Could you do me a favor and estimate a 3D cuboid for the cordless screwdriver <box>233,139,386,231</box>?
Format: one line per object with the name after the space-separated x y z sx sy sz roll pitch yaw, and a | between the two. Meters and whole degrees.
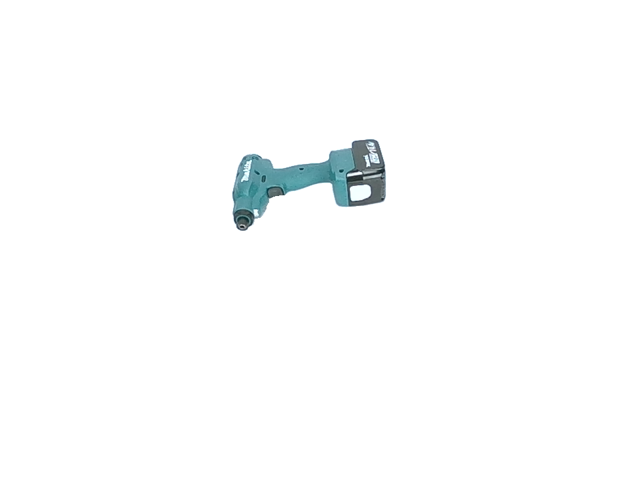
-0.019 -0.084 0.686 0.249 0.158 0.074 -4 -42 6 | cordless screwdriver
